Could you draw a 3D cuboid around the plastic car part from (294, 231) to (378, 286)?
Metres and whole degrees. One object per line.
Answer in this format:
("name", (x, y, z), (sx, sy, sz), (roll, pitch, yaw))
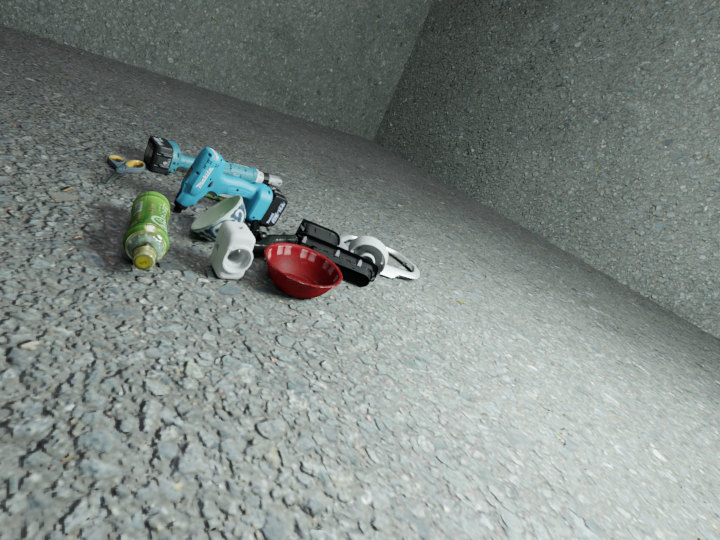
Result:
("plastic car part", (-0.054, -0.017, 0.948), (0.200, 0.066, 0.068), (20, 32, -7))

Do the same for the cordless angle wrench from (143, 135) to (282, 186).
("cordless angle wrench", (-0.406, -0.298, 1.242), (0.402, 0.074, 0.104), (4, 29, -43))

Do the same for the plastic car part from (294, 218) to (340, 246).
("plastic car part", (-0.101, -0.066, 1.029), (0.114, 0.066, 0.073), (21, 37, -14))

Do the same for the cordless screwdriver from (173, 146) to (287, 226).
("cordless screwdriver", (-0.303, -0.169, 0.993), (0.235, 0.159, 0.078), (24, 19, -47))

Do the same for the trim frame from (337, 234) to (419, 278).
("trim frame", (0.045, -0.037, 1.130), (0.242, 0.027, 0.190), (20, 20, -14))
